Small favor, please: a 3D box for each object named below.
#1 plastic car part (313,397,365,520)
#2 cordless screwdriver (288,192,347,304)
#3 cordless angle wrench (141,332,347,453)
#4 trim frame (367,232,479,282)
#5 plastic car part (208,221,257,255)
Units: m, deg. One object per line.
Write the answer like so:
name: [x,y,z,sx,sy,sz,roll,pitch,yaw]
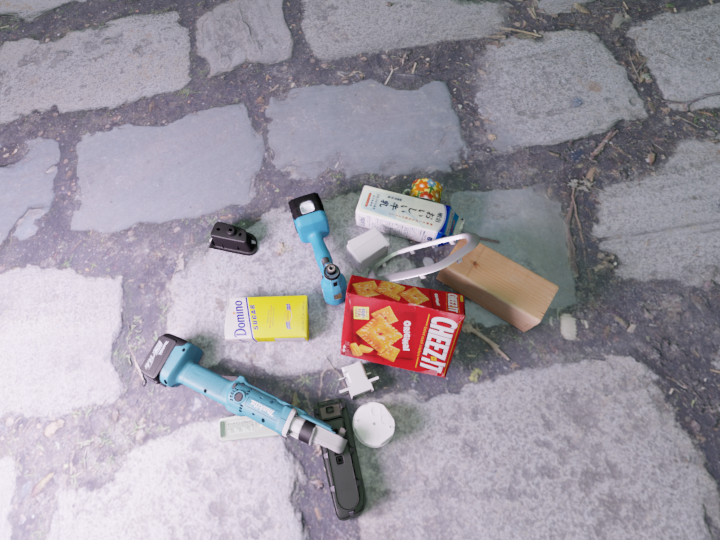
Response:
plastic car part: [-0.036,0.343,0.778,0.065,0.066,0.209,-10,68,-10]
cordless screwdriver: [-0.089,-0.058,0.911,0.074,0.154,0.258,-18,64,-7]
cordless angle wrench: [-0.224,0.242,0.807,0.438,0.071,0.098,19,68,19]
trim frame: [0.121,-0.024,0.857,0.258,0.027,0.181,-16,20,39]
plastic car part: [-0.301,-0.081,0.987,0.119,0.068,0.066,13,69,12]
